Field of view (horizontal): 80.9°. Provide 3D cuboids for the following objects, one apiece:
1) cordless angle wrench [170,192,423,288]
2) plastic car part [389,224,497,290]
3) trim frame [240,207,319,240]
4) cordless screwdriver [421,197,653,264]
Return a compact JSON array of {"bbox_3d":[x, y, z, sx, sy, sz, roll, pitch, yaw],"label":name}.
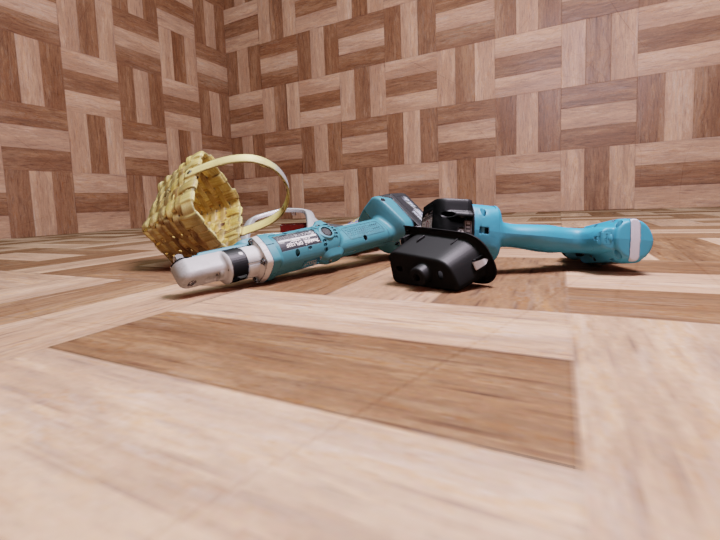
[{"bbox_3d":[-0.058,-0.038,0.596,0.407,0.102,0.074,-18,-30,-43],"label":"cordless angle wrench"},{"bbox_3d":[0.079,-0.007,0.470,0.069,0.064,0.123,-26,23,-33],"label":"plastic car part"},{"bbox_3d":[-0.181,-0.096,0.973,0.184,0.027,0.256,-8,26,-3],"label":"trim frame"},{"bbox_3d":[0.207,-0.042,0.559,0.251,0.074,0.157,5,-1,4],"label":"cordless screwdriver"}]
